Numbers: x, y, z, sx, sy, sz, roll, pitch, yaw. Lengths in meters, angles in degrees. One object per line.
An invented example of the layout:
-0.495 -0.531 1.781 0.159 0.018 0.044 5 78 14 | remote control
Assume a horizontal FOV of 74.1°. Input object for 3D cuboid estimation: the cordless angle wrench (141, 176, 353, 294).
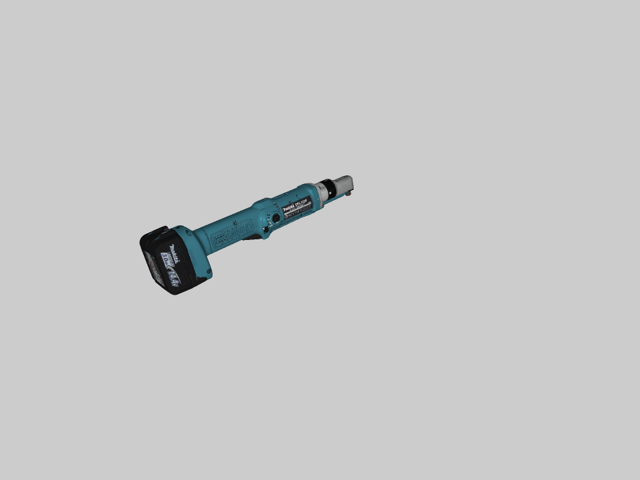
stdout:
-0.095 -0.041 0.753 0.422 0.098 0.074 -28 29 -33 | cordless angle wrench
